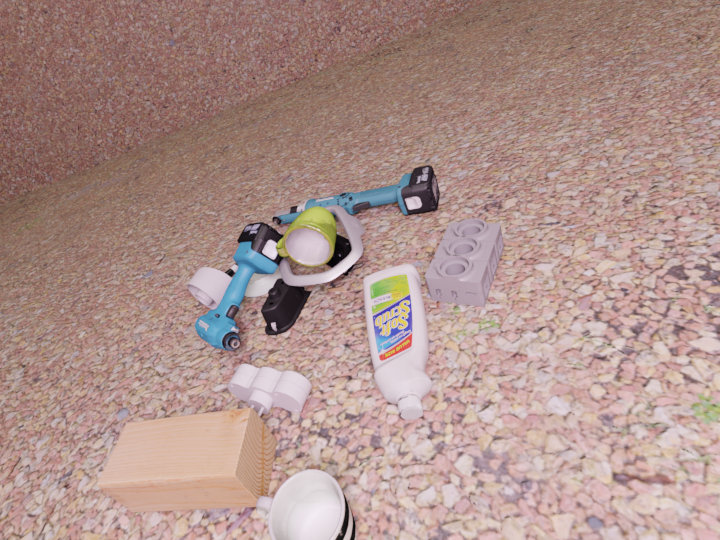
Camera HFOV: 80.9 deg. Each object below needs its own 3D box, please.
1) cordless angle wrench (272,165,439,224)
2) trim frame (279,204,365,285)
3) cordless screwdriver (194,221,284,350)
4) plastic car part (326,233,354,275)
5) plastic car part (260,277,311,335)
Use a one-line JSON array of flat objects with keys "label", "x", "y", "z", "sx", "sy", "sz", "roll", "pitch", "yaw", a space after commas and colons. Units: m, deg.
[{"label": "cordless angle wrench", "x": -0.032, "y": -0.160, "z": 1.018, "sx": 0.438, "sy": 0.071, "sz": 0.099, "roll": -6, "pitch": 38, "yaw": 26}, {"label": "trim frame", "x": -0.082, "y": -0.054, "z": 0.843, "sx": 0.185, "sy": 0.026, "sz": 0.260, "roll": -29, "pitch": 36, "yaw": 3}, {"label": "cordless screwdriver", "x": -0.220, "y": 0.030, "z": 0.806, "sx": 0.167, "sy": 0.070, "sz": 0.249, "roll": 7, "pitch": 67, "yaw": 53}, {"label": "plastic car part", "x": -0.072, "y": -0.060, "z": 0.918, "sx": 0.065, "sy": 0.064, "sz": 0.215, "roll": -27, "pitch": 34, "yaw": -31}, {"label": "plastic car part", "x": -0.151, "y": 0.058, "z": 0.806, "sx": 0.068, "sy": 0.068, "sz": 0.117, "roll": -4, "pitch": 37, "yaw": 24}]
